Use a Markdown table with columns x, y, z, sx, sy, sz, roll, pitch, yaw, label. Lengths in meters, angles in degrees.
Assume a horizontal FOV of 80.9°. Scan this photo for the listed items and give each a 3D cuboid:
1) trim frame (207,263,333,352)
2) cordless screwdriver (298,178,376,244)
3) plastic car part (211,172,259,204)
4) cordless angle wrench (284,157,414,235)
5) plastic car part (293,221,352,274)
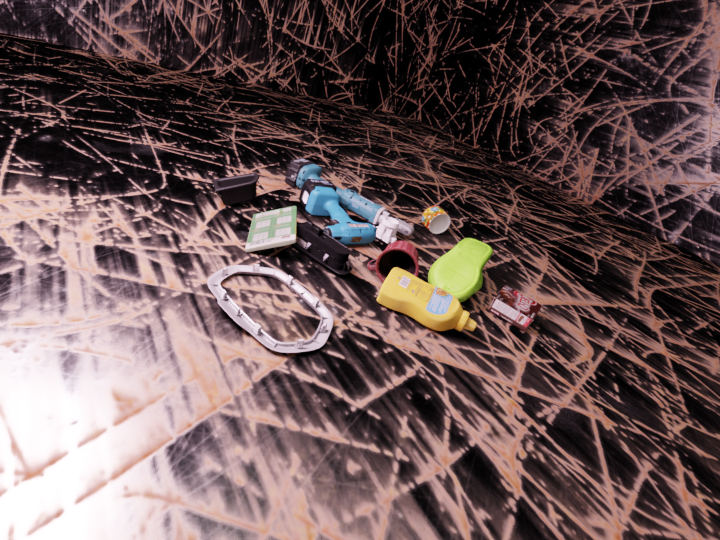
| x | y | z | sx | sy | sz | roll | pitch | yaw | label |
| --- | --- | --- | --- | --- | --- | --- | --- | --- | --- |
| -0.156 | 0.055 | 0.735 | 0.262 | 0.027 | 0.177 | 38 | 34 | 30 | trim frame |
| -0.086 | -0.150 | 1.102 | 0.152 | 0.073 | 0.263 | -4 | 39 | -36 | cordless screwdriver |
| -0.306 | -0.197 | 1.059 | 0.114 | 0.069 | 0.069 | -12 | 38 | -19 | plastic car part |
| -0.033 | -0.210 | 1.247 | 0.439 | 0.073 | 0.095 | 31 | 30 | 20 | cordless angle wrench |
| -0.093 | -0.061 | 0.950 | 0.213 | 0.066 | 0.063 | 38 | 25 | 29 | plastic car part |
